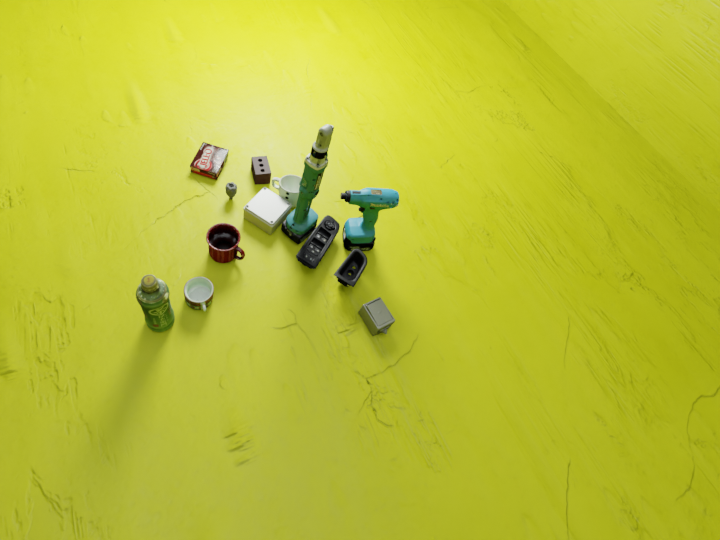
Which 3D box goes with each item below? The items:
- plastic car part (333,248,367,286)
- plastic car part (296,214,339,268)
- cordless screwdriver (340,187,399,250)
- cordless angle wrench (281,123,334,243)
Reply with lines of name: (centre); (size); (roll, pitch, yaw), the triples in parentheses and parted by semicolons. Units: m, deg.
plastic car part: (-0.028, 0.002, 1.226); (0.067, 0.070, 0.116); (32, 57, 4)
plastic car part: (-0.123, -0.080, 1.258); (0.067, 0.066, 0.203); (28, 56, 2)
cordless screwdriver: (-0.003, -0.150, 1.221); (0.156, 0.246, 0.077); (2, 60, -15)
cordless angle wrench: (-0.136, -0.223, 1.134); (0.076, 0.419, 0.097); (42, 57, 8)
